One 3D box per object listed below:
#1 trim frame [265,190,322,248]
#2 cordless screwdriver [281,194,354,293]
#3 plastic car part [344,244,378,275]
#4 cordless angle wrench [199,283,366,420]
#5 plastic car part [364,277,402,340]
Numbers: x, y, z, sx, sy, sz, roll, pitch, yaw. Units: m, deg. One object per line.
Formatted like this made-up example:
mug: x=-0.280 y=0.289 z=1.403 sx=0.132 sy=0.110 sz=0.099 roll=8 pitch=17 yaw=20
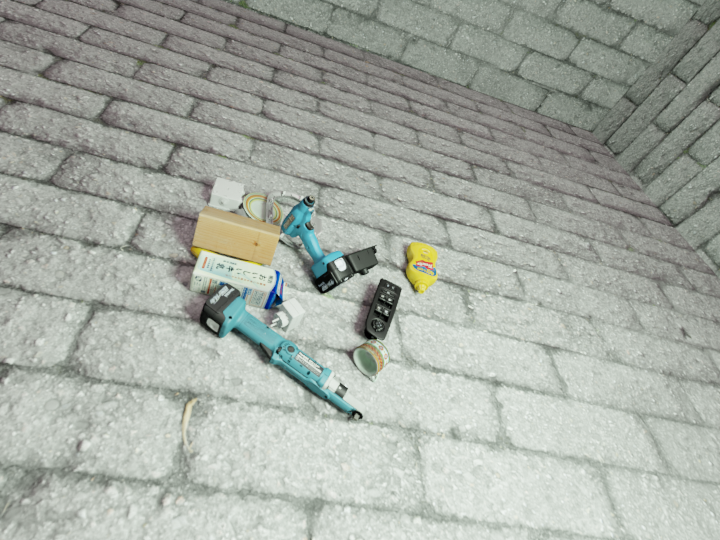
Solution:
trim frame: x=-0.202 y=-0.161 z=1.290 sx=0.177 sy=0.027 sz=0.258 roll=18 pitch=40 yaw=-24
cordless screwdriver: x=-0.111 y=-0.073 z=1.137 sx=0.072 sy=0.161 sz=0.254 roll=-24 pitch=76 yaw=-42
plastic car part: x=0.006 y=-0.022 z=1.244 sx=0.113 sy=0.066 sz=0.072 roll=-23 pitch=76 yaw=-36
cordless angle wrench: x=-0.166 y=0.189 z=0.944 sx=0.429 sy=0.074 sz=0.097 roll=34 pitch=43 yaw=7
plastic car part: x=0.050 y=0.109 z=1.119 sx=0.066 sy=0.067 sz=0.204 roll=31 pitch=38 yaw=-7
